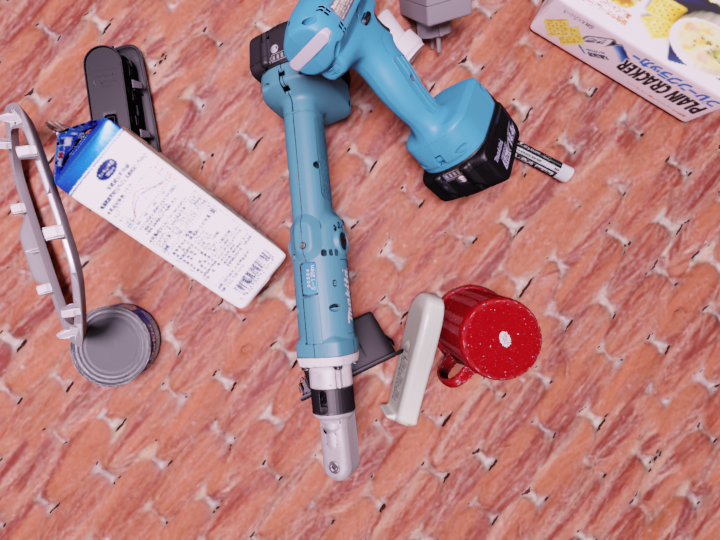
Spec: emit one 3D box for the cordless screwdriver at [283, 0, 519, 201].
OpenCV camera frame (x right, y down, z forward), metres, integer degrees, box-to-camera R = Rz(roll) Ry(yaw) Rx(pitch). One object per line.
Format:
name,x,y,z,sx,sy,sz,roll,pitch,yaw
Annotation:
cordless screwdriver,0.051,-0.189,0.406,0.238,0.077,0.161,34,60,-26

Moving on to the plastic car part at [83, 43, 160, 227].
plastic car part,-0.262,-0.151,0.457,0.067,0.066,0.204,-8,87,4

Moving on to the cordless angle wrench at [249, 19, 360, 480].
cordless angle wrench,-0.040,-0.026,0.405,0.077,0.094,0.427,-10,81,24

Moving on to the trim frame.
trim frame,-0.313,-0.043,0.411,0.026,0.189,0.250,-19,84,-42

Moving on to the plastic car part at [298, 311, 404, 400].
plastic car part,-0.022,0.084,0.458,0.116,0.065,0.073,-28,78,-5
